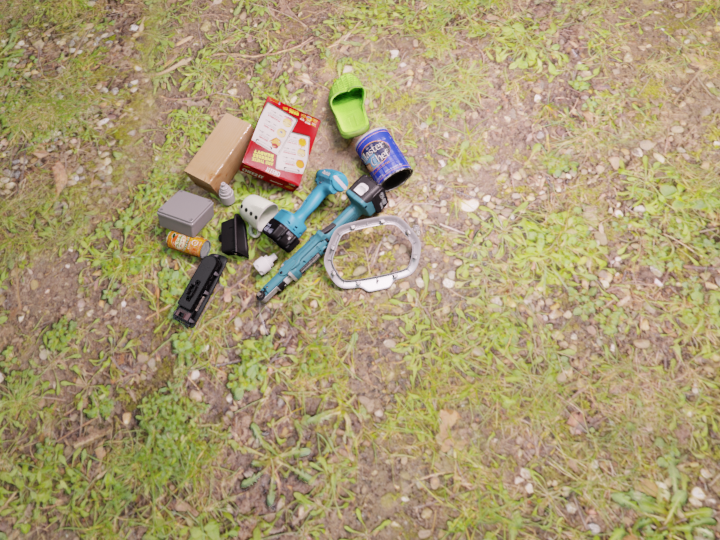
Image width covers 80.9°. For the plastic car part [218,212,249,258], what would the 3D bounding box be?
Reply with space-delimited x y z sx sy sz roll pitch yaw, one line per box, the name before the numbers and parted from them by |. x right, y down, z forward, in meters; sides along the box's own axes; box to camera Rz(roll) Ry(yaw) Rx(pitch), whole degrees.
plastic car part | -0.345 -0.087 1.130 0.072 0.063 0.120 -17 69 12

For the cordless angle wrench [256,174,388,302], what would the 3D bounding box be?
cordless angle wrench | -0.106 -0.070 1.089 0.422 0.093 0.078 -44 63 -5

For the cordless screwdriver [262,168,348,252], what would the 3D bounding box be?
cordless screwdriver | -0.150 -0.171 1.113 0.248 0.071 0.167 -47 31 -2

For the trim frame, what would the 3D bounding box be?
trim frame | 0.031 -0.040 1.060 0.247 0.028 0.181 -11 103 -4

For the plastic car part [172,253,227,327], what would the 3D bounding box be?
plastic car part | -0.419 0.040 1.093 0.068 0.065 0.203 21 73 15
